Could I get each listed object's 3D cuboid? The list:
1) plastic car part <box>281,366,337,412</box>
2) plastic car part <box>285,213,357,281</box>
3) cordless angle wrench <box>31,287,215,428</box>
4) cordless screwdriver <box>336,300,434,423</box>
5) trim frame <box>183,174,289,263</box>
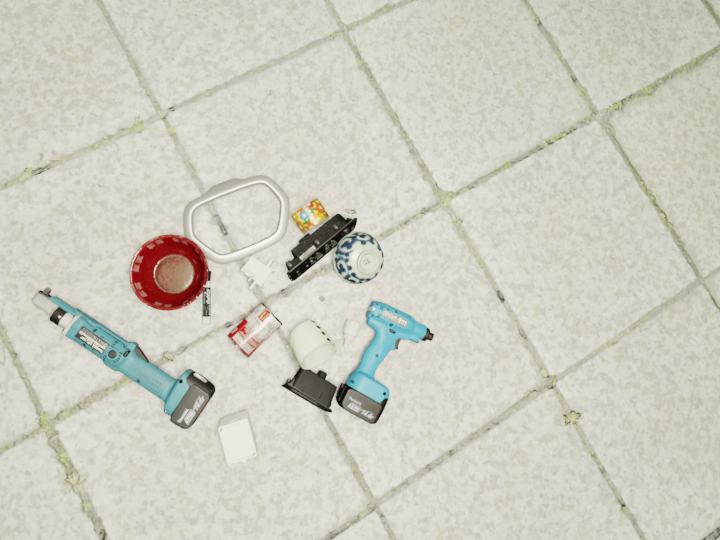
[{"bbox_3d":[-0.103,0.249,0.919,0.115,0.066,0.071,29,66,-7],"label":"plastic car part"},{"bbox_3d":[-0.094,-0.062,0.963,0.202,0.064,0.070,-37,65,-9],"label":"plastic car part"},{"bbox_3d":[-0.501,0.170,0.876,0.424,0.074,0.098,33,80,1],"label":"cordless angle wrench"},{"bbox_3d":[0.055,0.208,0.933,0.158,0.074,0.250,24,76,-4],"label":"cordless screwdriver"},{"bbox_3d":[-0.279,-0.121,0.963,0.246,0.027,0.185,-24,87,-8],"label":"trim frame"}]
